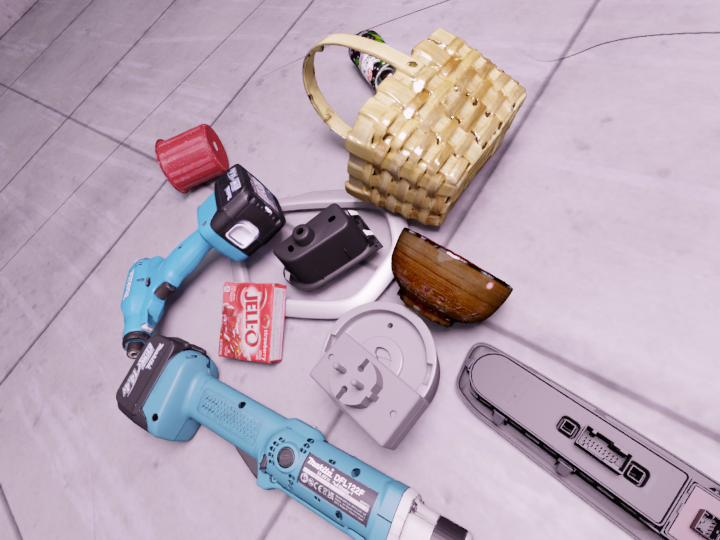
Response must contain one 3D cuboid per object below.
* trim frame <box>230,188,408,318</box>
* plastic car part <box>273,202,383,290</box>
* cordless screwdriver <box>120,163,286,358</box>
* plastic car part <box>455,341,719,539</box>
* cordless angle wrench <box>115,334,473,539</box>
[{"bbox_3d":[-0.060,-0.029,0.529,0.258,0.026,0.187,-1,64,26],"label":"trim frame"},{"bbox_3d":[-0.046,-0.030,0.471,0.116,0.067,0.069,-33,54,1],"label":"plastic car part"},{"bbox_3d":[-0.208,-0.010,0.529,0.251,0.070,0.167,-37,40,14],"label":"cordless screwdriver"},{"bbox_3d":[0.161,0.127,0.322,0.215,0.063,0.066,33,87,37],"label":"plastic car part"},{"bbox_3d":[-0.060,0.176,0.393,0.444,0.070,0.098,17,71,29],"label":"cordless angle wrench"}]
